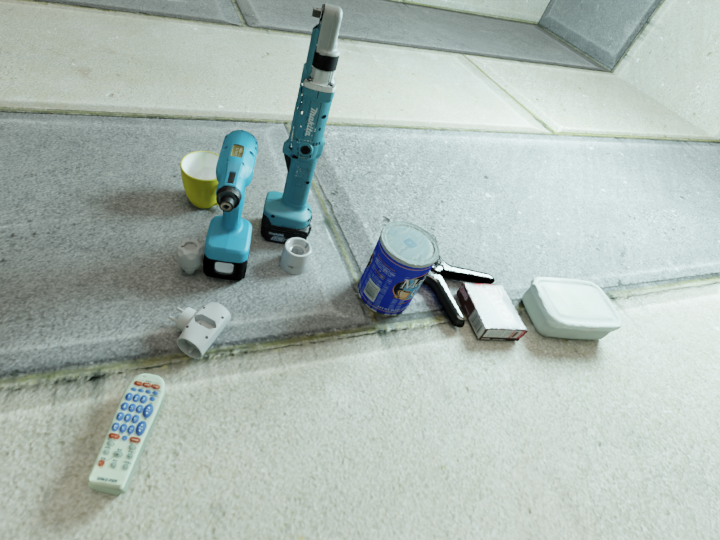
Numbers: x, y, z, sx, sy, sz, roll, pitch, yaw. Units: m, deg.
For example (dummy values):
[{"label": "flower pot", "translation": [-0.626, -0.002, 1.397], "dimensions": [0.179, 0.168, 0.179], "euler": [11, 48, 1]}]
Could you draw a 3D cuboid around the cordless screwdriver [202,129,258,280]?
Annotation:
[{"label": "cordless screwdriver", "translation": [-0.204, -0.076, 0.660], "dimensions": [0.073, 0.245, 0.165], "euler": [9, 46, -14]}]

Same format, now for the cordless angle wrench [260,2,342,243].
[{"label": "cordless angle wrench", "translation": [-0.094, -0.215, 0.707], "dimensions": [0.096, 0.417, 0.077], "euler": [11, 45, -12]}]
